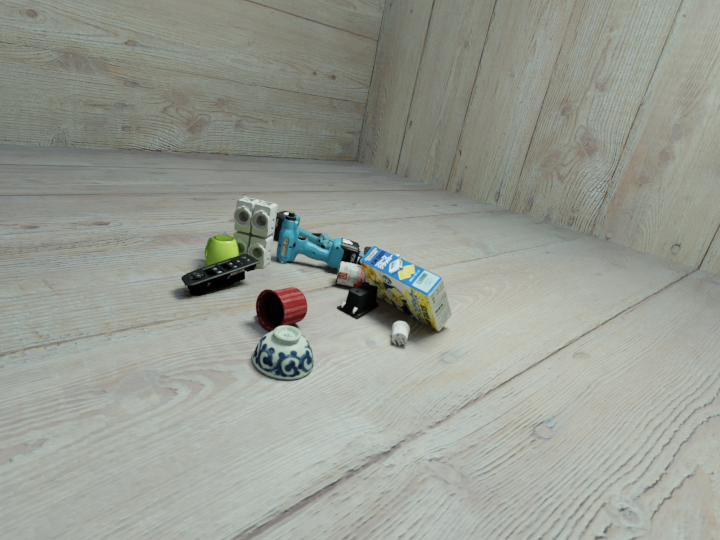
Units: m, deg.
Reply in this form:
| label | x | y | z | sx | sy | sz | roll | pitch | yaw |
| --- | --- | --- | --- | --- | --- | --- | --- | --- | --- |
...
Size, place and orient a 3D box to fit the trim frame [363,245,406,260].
| label | x | y | z | sx | sy | sz | roll | pitch | yaw |
| --- | --- | --- | --- | --- | --- | --- | --- | --- | --- |
| trim frame | 0.098 | 0.010 | 1.164 | 0.027 | 0.175 | 0.263 | -44 | 37 | -22 |

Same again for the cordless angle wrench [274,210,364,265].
| label | x | y | z | sx | sy | sz | roll | pitch | yaw |
| --- | --- | --- | --- | --- | --- | --- | --- | --- | --- |
| cordless angle wrench | -0.114 | -0.086 | 1.409 | 0.442 | 0.097 | 0.072 | 24 | 24 | 24 |

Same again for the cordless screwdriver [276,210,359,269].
| label | x | y | z | sx | sy | sz | roll | pitch | yaw |
| --- | --- | --- | --- | --- | --- | --- | --- | --- | --- |
| cordless screwdriver | -0.126 | -0.082 | 1.284 | 0.249 | 0.157 | 0.075 | 12 | 20 | 1 |

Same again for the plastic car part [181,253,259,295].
| label | x | y | z | sx | sy | sz | roll | pitch | yaw |
| --- | --- | --- | --- | --- | --- | --- | --- | --- | --- |
| plastic car part | -0.355 | 0.013 | 1.065 | 0.070 | 0.066 | 0.195 | 33 | 35 | 32 |

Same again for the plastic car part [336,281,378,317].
| label | x | y | z | sx | sy | sz | roll | pitch | yaw |
| --- | --- | --- | --- | --- | --- | --- | --- | --- | --- |
| plastic car part | 0.004 | 0.066 | 1.082 | 0.069 | 0.070 | 0.112 | 24 | 28 | 31 |
